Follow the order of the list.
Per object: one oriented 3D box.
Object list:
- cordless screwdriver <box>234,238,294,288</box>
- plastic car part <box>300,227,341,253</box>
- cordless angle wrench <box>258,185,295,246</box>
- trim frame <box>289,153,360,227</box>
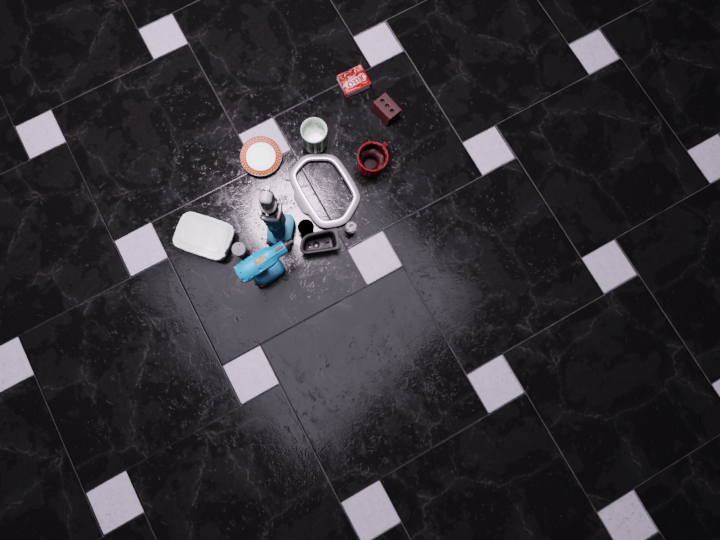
[{"bbox_3d":[-0.245,-0.021,1.146,0.158,0.248,0.075,-33,88,-7],"label":"cordless screwdriver"},{"bbox_3d":[-0.122,-0.080,1.245,0.116,0.070,0.067,-11,84,-3],"label":"plastic car part"},{"bbox_3d":[-0.217,-0.131,1.076,0.074,0.421,0.098,10,84,-5],"label":"cordless angle wrench"},{"bbox_3d":[-0.113,-0.247,1.293,0.183,0.027,0.252,-31,83,-5],"label":"trim frame"}]
